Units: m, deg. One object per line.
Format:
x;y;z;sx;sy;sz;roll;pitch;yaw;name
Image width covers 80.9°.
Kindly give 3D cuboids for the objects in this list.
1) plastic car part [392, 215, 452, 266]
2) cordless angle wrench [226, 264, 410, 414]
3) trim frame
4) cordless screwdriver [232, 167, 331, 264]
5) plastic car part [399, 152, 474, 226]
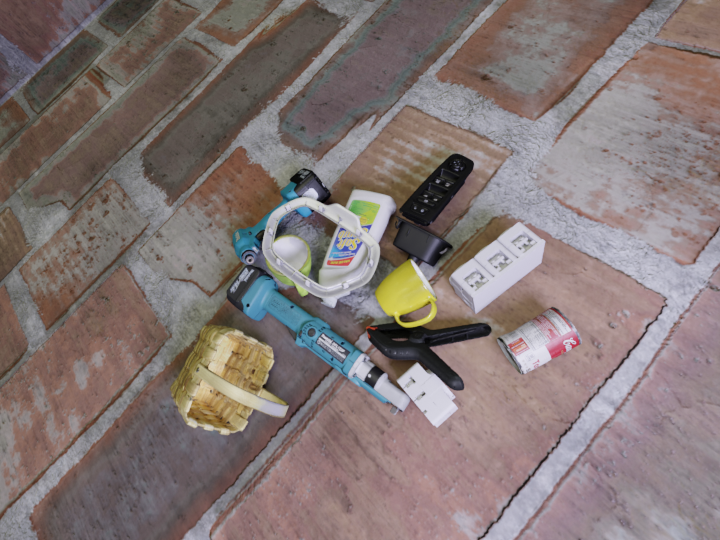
0.111;-0.049;0.835;0.122;0.063;0.071;35;96;28;plastic car part
-0.088;0.127;0.819;0.444;0.071;0.098;30;80;28;cordless angle wrench
-0.082;-0.053;0.835;0.258;0.026;0.183;34;70;21;trim frame
-0.180;-0.115;0.938;0.249;0.071;0.166;-41;29;0;cordless screwdriver
0.161;-0.156;0.845;0.070;0.064;0.202;24;65;33;plastic car part
